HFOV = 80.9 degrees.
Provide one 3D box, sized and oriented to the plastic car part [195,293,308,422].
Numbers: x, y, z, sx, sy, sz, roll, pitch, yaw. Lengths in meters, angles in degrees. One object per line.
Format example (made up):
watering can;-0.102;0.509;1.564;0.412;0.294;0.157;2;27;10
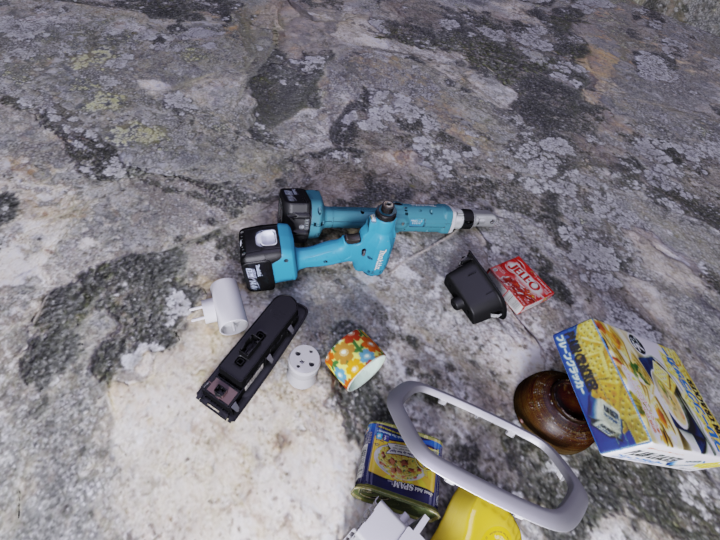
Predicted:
plastic car part;-0.148;0.105;0.606;0.069;0.065;0.202;23;50;17

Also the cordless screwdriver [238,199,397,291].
cordless screwdriver;-0.065;-0.043;0.670;0.245;0.155;0.077;-5;54;-10

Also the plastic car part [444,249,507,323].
plastic car part;0.182;0.037;0.705;0.070;0.063;0.121;-22;60;-6

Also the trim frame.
trim frame;0.148;0.214;0.517;0.253;0.027;0.182;20;19;9

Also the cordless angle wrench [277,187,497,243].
cordless angle wrench;0.062;-0.099;0.781;0.414;0.073;0.102;0;27;-13
